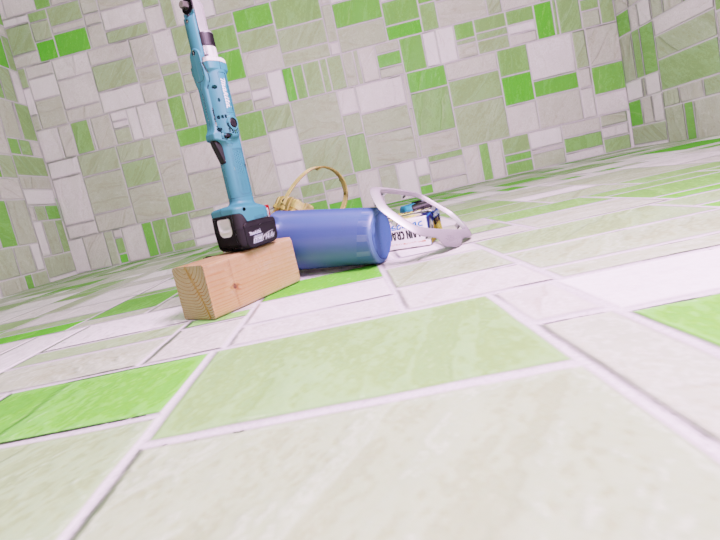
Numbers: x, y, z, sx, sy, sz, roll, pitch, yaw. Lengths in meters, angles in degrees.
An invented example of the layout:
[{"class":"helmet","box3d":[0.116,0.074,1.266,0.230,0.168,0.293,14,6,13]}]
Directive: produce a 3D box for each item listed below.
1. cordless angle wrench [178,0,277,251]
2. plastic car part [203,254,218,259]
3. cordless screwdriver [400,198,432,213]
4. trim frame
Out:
[{"class":"cordless angle wrench","box3d":[-0.239,-0.246,0.728,0.077,0.418,0.095,-7,9,32]},{"class":"plastic car part","box3d":[-0.284,-0.021,1.053,0.199,0.067,0.067,-11,-2,-14]},{"class":"cordless screwdriver","box3d":[0.086,-0.130,1.174,0.251,0.073,0.160,-16,10,5]},{"class":"trim frame","box3d":[0.119,-0.109,0.828,0.237,0.027,0.194,-2,39,-46]}]
